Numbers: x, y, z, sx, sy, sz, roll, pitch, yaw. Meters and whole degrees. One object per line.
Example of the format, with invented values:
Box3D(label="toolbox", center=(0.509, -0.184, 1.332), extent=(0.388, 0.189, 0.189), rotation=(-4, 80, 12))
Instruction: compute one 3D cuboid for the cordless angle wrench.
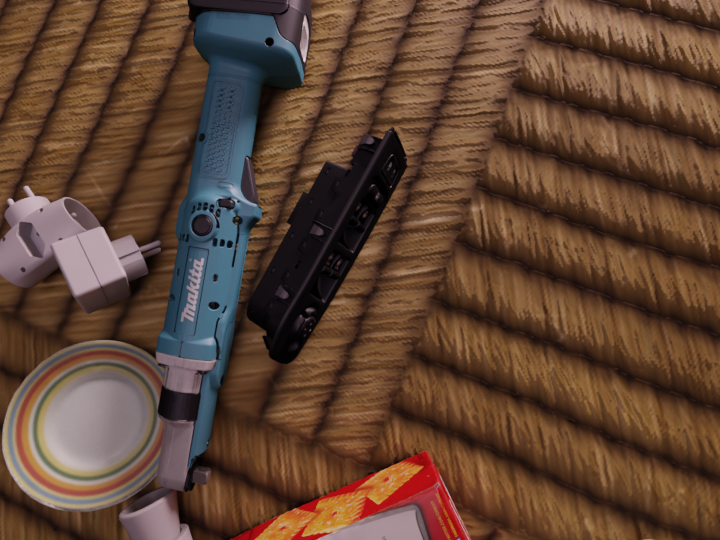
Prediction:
Box3D(label="cordless angle wrench", center=(-0.120, -0.036, 0.352), extent=(0.099, 0.073, 0.424), rotation=(8, 87, 5))

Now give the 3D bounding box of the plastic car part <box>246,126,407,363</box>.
Box3D(label="plastic car part", center=(-0.034, -0.022, 0.344), extent=(0.069, 0.064, 0.203), rotation=(24, 86, 14))
